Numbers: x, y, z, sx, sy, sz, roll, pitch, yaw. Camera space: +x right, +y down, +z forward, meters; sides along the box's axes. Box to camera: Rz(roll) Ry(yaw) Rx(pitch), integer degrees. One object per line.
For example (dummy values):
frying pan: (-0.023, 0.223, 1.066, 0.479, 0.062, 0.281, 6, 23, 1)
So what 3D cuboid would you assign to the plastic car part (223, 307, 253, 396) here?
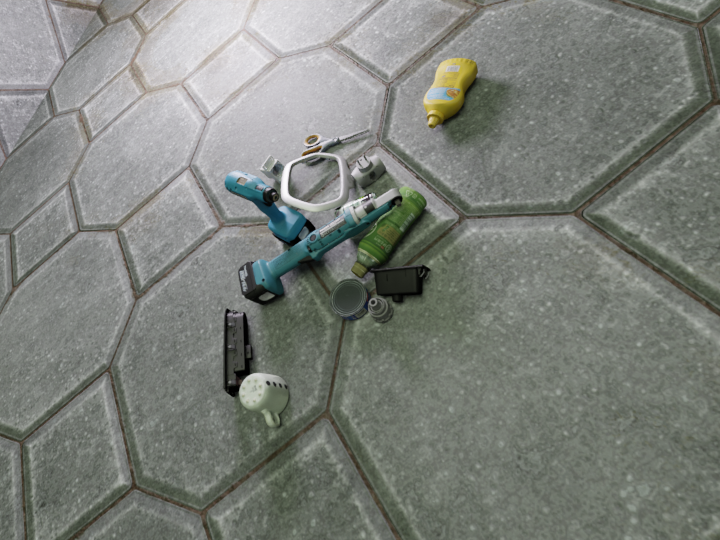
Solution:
plastic car part: (-0.283, 0.175, 0.967, 0.067, 0.063, 0.211, -19, 58, 4)

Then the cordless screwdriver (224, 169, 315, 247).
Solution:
cordless screwdriver: (-0.187, -0.131, 0.967, 0.168, 0.235, 0.074, 25, 77, 38)

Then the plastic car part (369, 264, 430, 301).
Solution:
plastic car part: (0.081, 0.028, 0.868, 0.120, 0.063, 0.072, -9, 76, 25)

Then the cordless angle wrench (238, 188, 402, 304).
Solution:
cordless angle wrench: (-0.093, -0.061, 0.951, 0.429, 0.070, 0.102, -31, 56, 19)

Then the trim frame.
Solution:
trim frame: (-0.108, -0.227, 1.068, 0.185, 0.026, 0.257, -5, 45, 2)
